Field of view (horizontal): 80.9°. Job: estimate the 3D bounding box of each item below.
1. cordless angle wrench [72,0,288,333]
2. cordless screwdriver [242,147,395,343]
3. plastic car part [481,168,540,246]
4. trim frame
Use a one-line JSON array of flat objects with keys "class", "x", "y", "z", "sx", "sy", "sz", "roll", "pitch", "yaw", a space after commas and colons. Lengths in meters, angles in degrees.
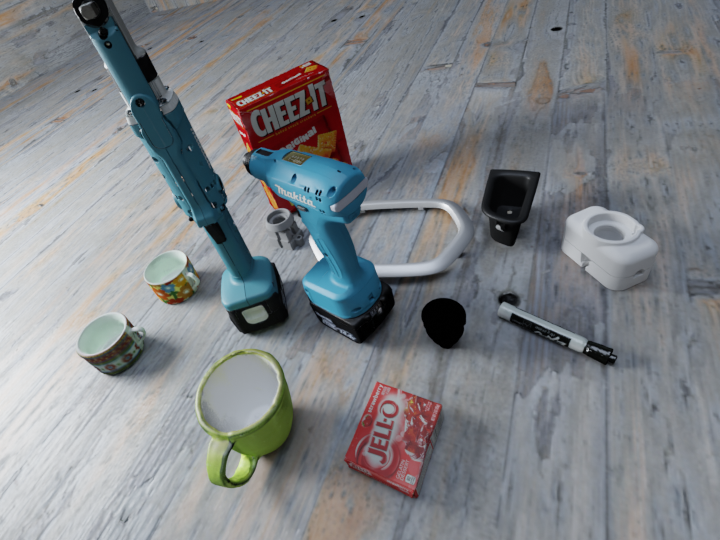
[{"class": "cordless angle wrench", "x": -0.182, "y": -0.087, "z": 0.479, "sx": 0.074, "sy": 0.404, "sz": 0.102, "roll": -18, "pitch": 44, "yaw": -2}, {"class": "cordless screwdriver", "x": -0.049, "y": -0.032, "z": 0.499, "sx": 0.168, "sy": 0.238, "sz": 0.073, "roll": 26, "pitch": 57, "yaw": 35}, {"class": "plastic car part", "x": 0.202, "y": -0.080, "z": 0.581, "sx": 0.069, "sy": 0.068, "sz": 0.117, "roll": 9, "pitch": 50, "yaw": 25}, {"class": "trim frame", "x": 0.041, "y": -0.057, "z": 0.644, "sx": 0.255, "sy": 0.026, "sz": 0.188, "roll": -3, "pitch": 46, "yaw": 16}]
